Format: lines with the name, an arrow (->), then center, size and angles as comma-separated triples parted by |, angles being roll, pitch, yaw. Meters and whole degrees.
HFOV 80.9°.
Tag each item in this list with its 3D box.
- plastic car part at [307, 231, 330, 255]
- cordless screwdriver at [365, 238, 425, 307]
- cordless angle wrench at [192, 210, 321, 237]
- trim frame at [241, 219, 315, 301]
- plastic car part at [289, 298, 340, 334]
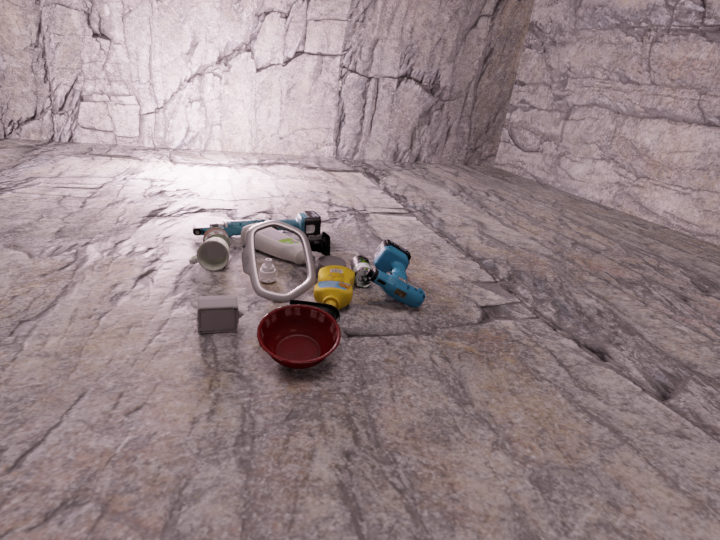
plastic car part -> -0.120, -0.078, 1.223 | 0.067, 0.066, 0.202 | 9, 0, -2
cordless screwdriver -> 0.077, -0.006, 1.137 | 0.155, 0.074, 0.255 | 27, 21, -15
cordless angle wrench -> -0.344, -0.146, 1.420 | 0.411, 0.073, 0.103 | -5, 25, -19
trim frame -> -0.212, -0.029, 1.090 | 0.179, 0.027, 0.257 | -4, 60, -18
plastic car part -> -0.100, 0.112, 0.912 | 0.116, 0.064, 0.073 | 8, 38, -4
